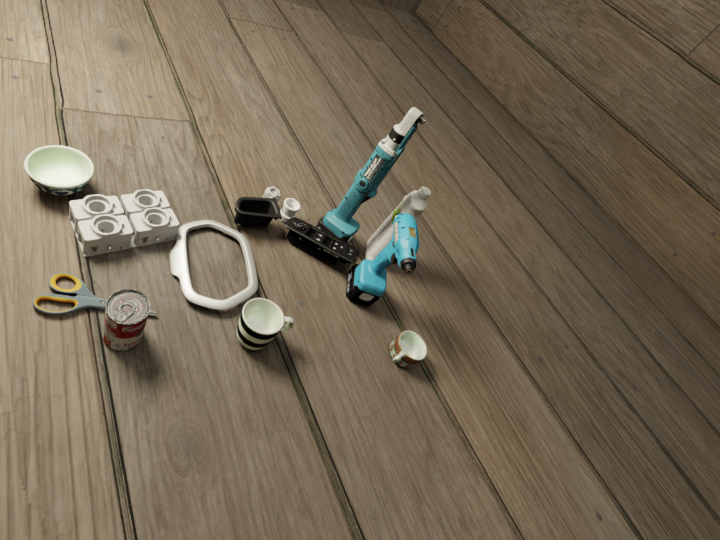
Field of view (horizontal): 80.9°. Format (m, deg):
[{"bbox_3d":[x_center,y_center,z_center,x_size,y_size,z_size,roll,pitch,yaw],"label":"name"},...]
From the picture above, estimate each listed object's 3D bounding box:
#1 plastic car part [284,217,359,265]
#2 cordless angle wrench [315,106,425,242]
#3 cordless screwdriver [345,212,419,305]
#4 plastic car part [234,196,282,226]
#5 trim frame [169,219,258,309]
[{"bbox_3d":[-0.106,-0.069,1.080,0.202,0.067,0.066,31,42,-3],"label":"plastic car part"},{"bbox_3d":[0.019,-0.216,1.025,0.099,0.424,0.073,44,42,5],"label":"cordless angle wrench"},{"bbox_3d":[0.053,-0.001,0.978,0.072,0.249,0.163,21,45,-19],"label":"cordless screwdriver"},{"bbox_3d":[-0.264,-0.138,1.043,0.111,0.071,0.069,-2,55,-34],"label":"plastic car part"},{"bbox_3d":[-0.322,-0.019,0.932,0.176,0.027,0.259,1,51,-31],"label":"trim frame"}]
